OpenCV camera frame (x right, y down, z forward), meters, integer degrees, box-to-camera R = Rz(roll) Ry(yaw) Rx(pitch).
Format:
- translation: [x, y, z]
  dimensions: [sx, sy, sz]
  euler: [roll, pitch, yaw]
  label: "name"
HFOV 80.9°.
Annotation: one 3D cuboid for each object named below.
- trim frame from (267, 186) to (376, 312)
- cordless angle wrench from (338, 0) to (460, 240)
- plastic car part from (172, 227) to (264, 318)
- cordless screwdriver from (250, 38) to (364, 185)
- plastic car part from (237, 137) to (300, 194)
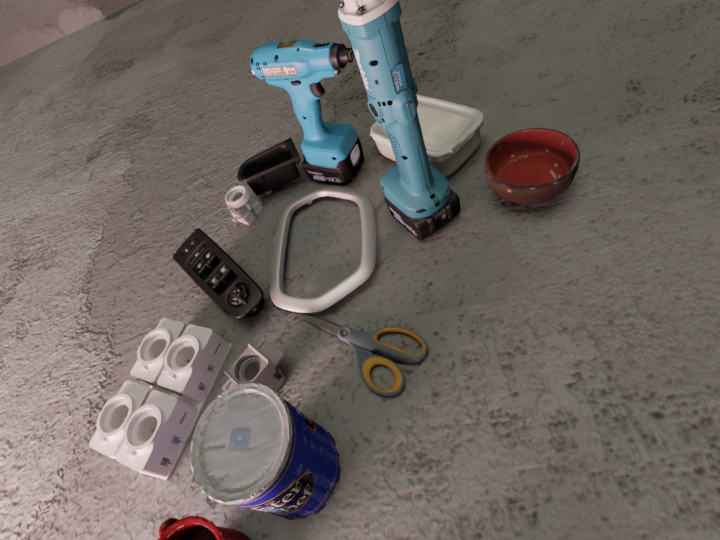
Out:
- translation: [-0.064, -0.042, 0.659]
  dimensions: [0.188, 0.026, 0.256]
  euler: [-13, 52, 15]
  label: "trim frame"
- translation: [0.036, -0.196, 0.480]
  dimensions: [0.074, 0.401, 0.103]
  euler: [-35, 51, -6]
  label: "cordless angle wrench"
- translation: [-0.217, 0.013, 0.662]
  dimensions: [0.066, 0.063, 0.215]
  euler: [-46, 51, -13]
  label: "plastic car part"
- translation: [-0.053, -0.242, 0.662]
  dimensions: [0.167, 0.236, 0.074]
  euler: [13, 61, 30]
  label: "cordless screwdriver"
- translation: [-0.160, -0.179, 0.774]
  dimensions: [0.117, 0.067, 0.069]
  euler: [-26, 50, 4]
  label: "plastic car part"
